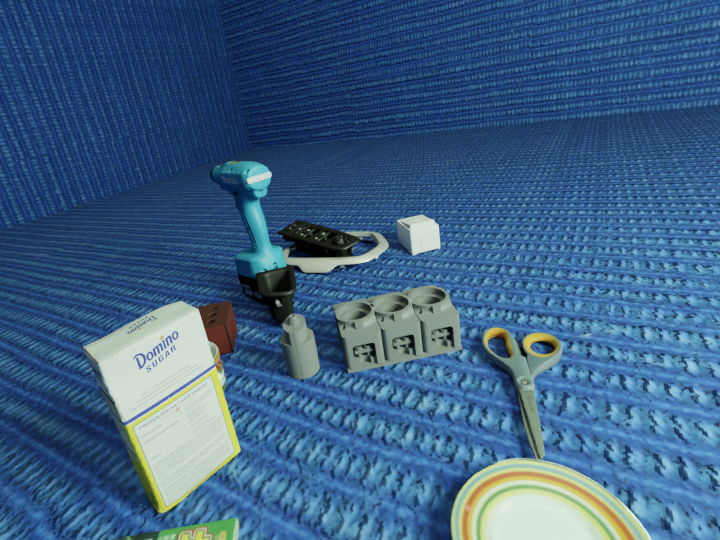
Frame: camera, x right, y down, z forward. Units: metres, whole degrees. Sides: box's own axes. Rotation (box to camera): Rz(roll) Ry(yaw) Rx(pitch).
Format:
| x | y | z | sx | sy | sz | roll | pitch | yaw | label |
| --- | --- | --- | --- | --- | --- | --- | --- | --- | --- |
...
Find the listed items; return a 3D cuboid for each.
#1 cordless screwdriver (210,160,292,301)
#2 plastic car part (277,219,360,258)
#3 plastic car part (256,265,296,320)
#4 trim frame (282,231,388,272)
| x | y | z | sx | sy | sz | roll | pitch | yaw | label |
| --- | --- | --- | --- | --- | --- | --- | --- | --- | --- |
| -0.205 | -0.076 | 0.771 | 0.072 | 0.242 | 0.168 | -25 | 27 | -37 | cordless screwdriver |
| -0.088 | -0.058 | 0.902 | 0.214 | 0.065 | 0.064 | 13 | 31 | 42 | plastic car part |
| -0.130 | 0.045 | 0.685 | 0.065 | 0.069 | 0.121 | -13 | 23 | -9 | plastic car part |
| -0.061 | -0.044 | 0.908 | 0.258 | 0.027 | 0.182 | 1 | 26 | 23 | trim frame |
